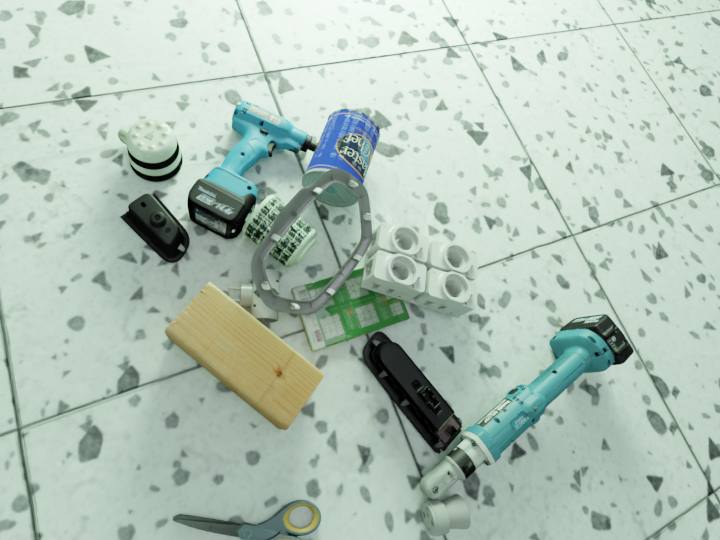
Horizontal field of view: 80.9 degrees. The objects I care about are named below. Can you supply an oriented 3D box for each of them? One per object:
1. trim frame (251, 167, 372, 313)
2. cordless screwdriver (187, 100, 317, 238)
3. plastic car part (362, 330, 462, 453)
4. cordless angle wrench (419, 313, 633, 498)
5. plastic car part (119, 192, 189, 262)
[{"bbox_3d":[-0.064,-0.042,0.651,0.247,0.029,0.175,-50,127,-17],"label":"trim frame"},{"bbox_3d":[-0.180,-0.171,0.722,0.158,0.074,0.251,22,63,-6],"label":"cordless screwdriver"},{"bbox_3d":[0.081,0.185,0.659,0.066,0.066,0.207,-38,80,-16],"label":"plastic car part"},{"bbox_3d":[0.260,0.215,0.675,0.417,0.098,0.075,-33,87,-19],"label":"cordless angle wrench"},{"bbox_3d":[-0.314,-0.074,0.653,0.118,0.071,0.065,44,67,7],"label":"plastic car part"}]
